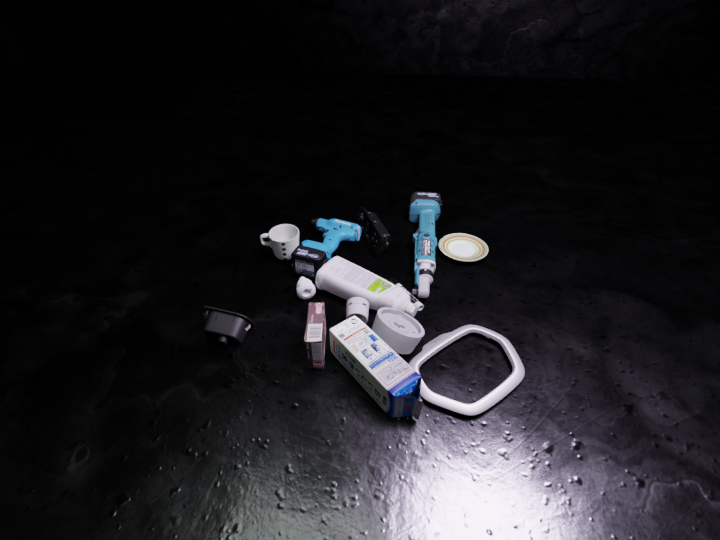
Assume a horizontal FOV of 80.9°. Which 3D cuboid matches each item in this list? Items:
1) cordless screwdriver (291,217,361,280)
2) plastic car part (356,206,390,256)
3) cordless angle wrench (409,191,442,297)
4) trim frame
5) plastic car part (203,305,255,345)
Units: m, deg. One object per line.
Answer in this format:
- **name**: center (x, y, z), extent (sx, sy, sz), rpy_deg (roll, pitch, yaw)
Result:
- **cordless screwdriver**: center (-0.117, -0.077, 1.201), extent (0.166, 0.072, 0.246), rpy_deg (15, 38, 22)
- **plastic car part**: center (0.041, -0.125, 1.255), extent (0.065, 0.065, 0.213), rpy_deg (-6, 37, -21)
- **cordless angle wrench**: center (0.180, -0.079, 1.183), extent (0.099, 0.072, 0.431), rpy_deg (3, 41, 7)
- **trim frame**: center (0.216, 0.196, 0.869), extent (0.243, 0.026, 0.195), rpy_deg (-28, 46, -25)
- **plastic car part**: center (-0.310, 0.134, 0.968), extent (0.119, 0.063, 0.072), rpy_deg (12, 55, 13)
